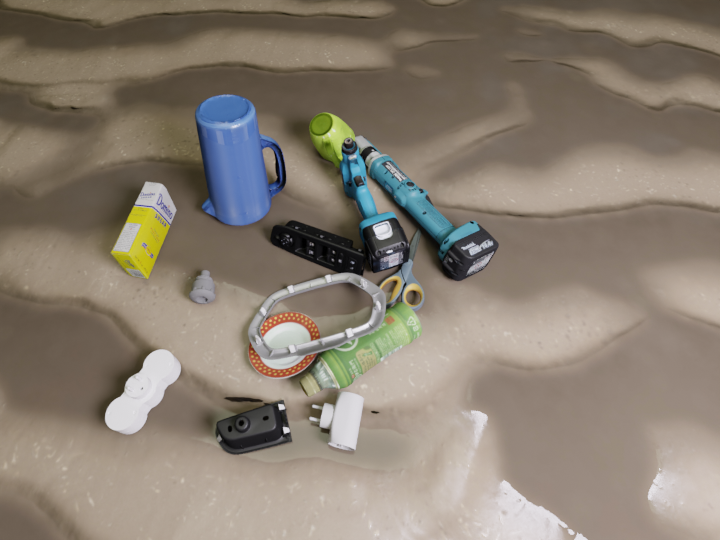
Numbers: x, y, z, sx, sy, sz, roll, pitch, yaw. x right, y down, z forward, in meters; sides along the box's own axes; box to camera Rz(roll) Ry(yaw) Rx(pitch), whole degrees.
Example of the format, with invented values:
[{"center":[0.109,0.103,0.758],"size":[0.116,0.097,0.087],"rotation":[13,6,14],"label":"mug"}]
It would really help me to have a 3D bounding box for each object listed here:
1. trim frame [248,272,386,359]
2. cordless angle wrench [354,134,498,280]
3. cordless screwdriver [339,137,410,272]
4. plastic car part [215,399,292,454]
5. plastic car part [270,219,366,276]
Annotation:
[{"center":[-0.077,0.074,0.737],"size":[0.249,0.026,0.192],"rotation":[-15,39,0],"label":"trim frame"},{"center":[0.102,-0.162,0.893],"size":[0.096,0.072,0.444],"rotation":[-23,56,-24],"label":"cordless angle wrench"},{"center":[0.016,-0.130,0.822],"size":[0.074,0.153,0.259],"rotation":[-19,60,-4],"label":"cordless screwdriver"},{"center":[-0.170,0.240,0.651],"size":[0.115,0.069,0.069],"rotation":[-12,58,-10],"label":"plastic car part"},{"center":[-0.082,-0.054,0.837],"size":[0.208,0.064,0.067],"rotation":[17,50,12],"label":"plastic car part"}]
